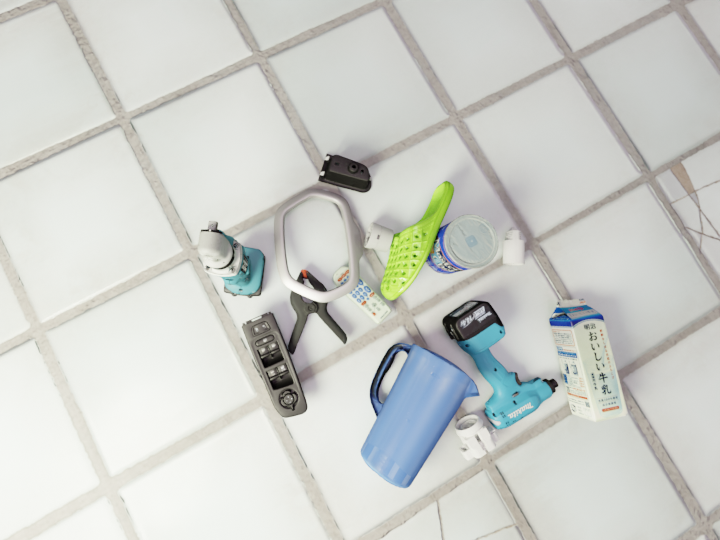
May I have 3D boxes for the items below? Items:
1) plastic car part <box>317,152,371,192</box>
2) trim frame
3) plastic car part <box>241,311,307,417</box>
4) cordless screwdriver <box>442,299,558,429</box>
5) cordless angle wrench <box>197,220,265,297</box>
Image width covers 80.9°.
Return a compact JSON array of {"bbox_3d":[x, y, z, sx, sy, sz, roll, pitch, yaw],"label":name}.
[{"bbox_3d":[-0.026,-0.212,0.901,0.117,0.070,0.066,17,83,0],"label":"plastic car part"},{"bbox_3d":[-0.086,-0.056,0.877,0.182,0.027,0.254,-6,71,-7],"label":"trim frame"},{"bbox_3d":[-0.167,0.187,0.829,0.065,0.067,0.206,-22,80,-16],"label":"plastic car part"},{"bbox_3d":[0.287,0.177,0.862,0.158,0.075,0.249,-27,88,-8],"label":"cordless screwdriver"},{"bbox_3d":[-0.204,-0.011,0.677,0.073,0.424,0.098,7,84,-9],"label":"cordless angle wrench"}]
